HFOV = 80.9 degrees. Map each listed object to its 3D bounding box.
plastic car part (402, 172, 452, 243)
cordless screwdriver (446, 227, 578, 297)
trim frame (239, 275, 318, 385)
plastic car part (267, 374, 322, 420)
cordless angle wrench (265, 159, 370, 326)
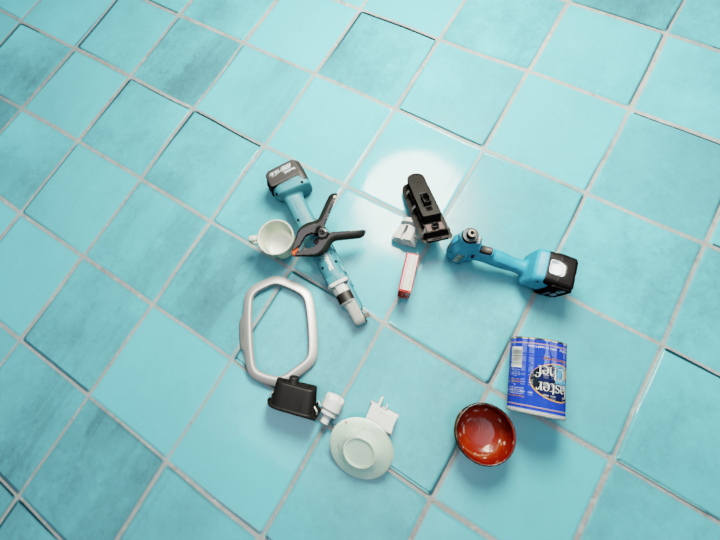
[{"bbox_3d":[0.141,-0.152,0.957,0.067,0.064,0.211,-18,45,5],"label":"plastic car part"},{"bbox_3d":[0.312,-0.025,0.876,0.254,0.155,0.075,18,77,9],"label":"cordless screwdriver"},{"bbox_3d":[-0.190,0.134,0.965,0.185,0.027,0.253,-8,74,4],"label":"trim frame"},{"bbox_3d":[-0.138,0.260,0.891,0.119,0.064,0.071,13,92,11],"label":"plastic car part"},{"bbox_3d":[-0.097,-0.063,0.992,0.098,0.072,0.435,-27,74,-2],"label":"cordless angle wrench"}]
